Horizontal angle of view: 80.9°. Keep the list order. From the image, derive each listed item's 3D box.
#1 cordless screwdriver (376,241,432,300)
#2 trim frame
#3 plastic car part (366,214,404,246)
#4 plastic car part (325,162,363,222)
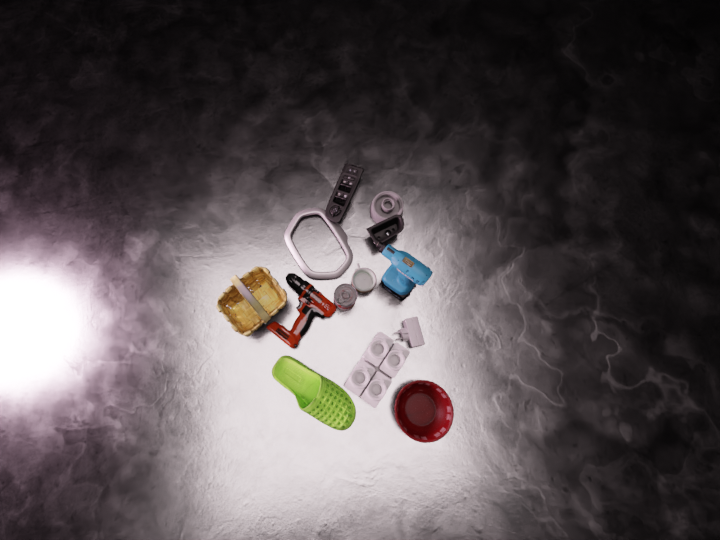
[{"bbox_3d":[0.103,0.000,1.197,0.162,0.245,0.074,37,77,7],"label":"cordless screwdriver"},{"bbox_3d":[-0.131,-0.086,1.342,0.183,0.027,0.255,-32,75,-8],"label":"trim frame"},{"bbox_3d":[0.082,-0.121,1.325,0.116,0.070,0.068,-28,77,-8],"label":"plastic car part"},{"bbox_3d":[-0.057,-0.243,1.368,0.067,0.066,0.204,21,75,5],"label":"plastic car part"}]
